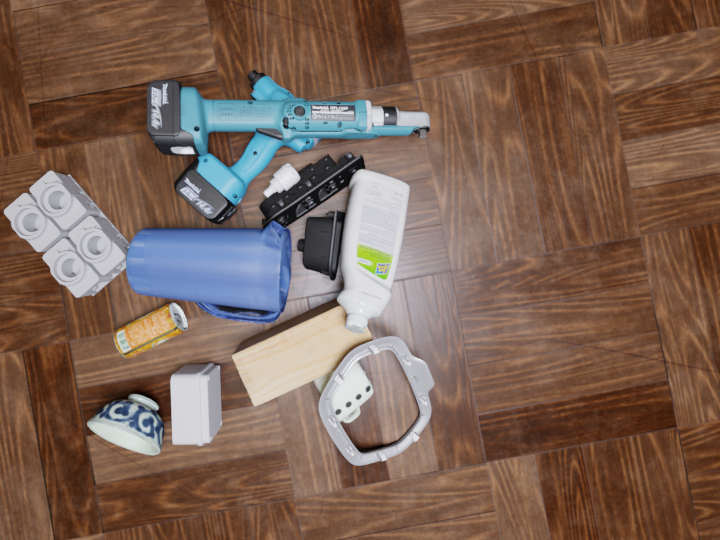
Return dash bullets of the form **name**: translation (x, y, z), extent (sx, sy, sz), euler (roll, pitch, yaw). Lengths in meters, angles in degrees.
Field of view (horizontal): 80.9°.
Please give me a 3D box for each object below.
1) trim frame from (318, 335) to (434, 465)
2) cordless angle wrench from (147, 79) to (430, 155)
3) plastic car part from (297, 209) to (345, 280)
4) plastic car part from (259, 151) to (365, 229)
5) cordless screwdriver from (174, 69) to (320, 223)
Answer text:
- **trim frame**: translation (0.034, 0.210, 0.660), extent (0.182, 0.029, 0.239), euler (-32, 117, -14)
- **cordless angle wrench**: translation (-0.097, -0.230, 0.646), extent (0.417, 0.075, 0.099), euler (-2, 85, -8)
- **plastic car part**: translation (-0.069, -0.045, 0.706), extent (0.073, 0.064, 0.116), euler (11, 93, 13)
- **plastic car part**: translation (-0.089, -0.134, 0.702), extent (0.203, 0.065, 0.068), euler (-39, 82, -1)
- **cordless screwdriver**: translation (-0.200, -0.204, 0.699), extent (0.248, 0.074, 0.159), euler (-44, 90, -5)
